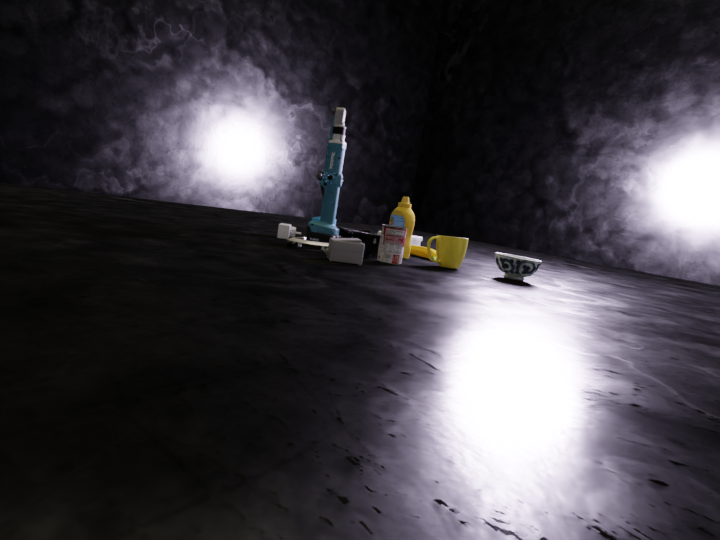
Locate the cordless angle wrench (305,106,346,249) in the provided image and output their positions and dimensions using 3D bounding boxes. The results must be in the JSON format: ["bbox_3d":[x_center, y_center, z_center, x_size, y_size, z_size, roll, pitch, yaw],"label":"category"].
[{"bbox_3d":[-0.087,-0.277,1.276,0.101,0.421,0.072,10,6,16],"label":"cordless angle wrench"}]

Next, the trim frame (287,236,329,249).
[{"bbox_3d":[-0.125,-0.082,1.277,0.189,0.027,0.244,10,9,11],"label":"trim frame"}]

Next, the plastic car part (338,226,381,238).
[{"bbox_3d":[0.011,-0.102,1.406,0.193,0.066,0.070,0,11,-44],"label":"plastic car part"}]

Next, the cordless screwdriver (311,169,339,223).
[{"bbox_3d":[-0.125,-0.220,1.450,0.077,0.247,0.154,11,7,19],"label":"cordless screwdriver"}]

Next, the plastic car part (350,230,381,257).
[{"bbox_3d":[0.019,-0.075,1.220,0.064,0.070,0.121,6,8,-22],"label":"plastic car part"}]
